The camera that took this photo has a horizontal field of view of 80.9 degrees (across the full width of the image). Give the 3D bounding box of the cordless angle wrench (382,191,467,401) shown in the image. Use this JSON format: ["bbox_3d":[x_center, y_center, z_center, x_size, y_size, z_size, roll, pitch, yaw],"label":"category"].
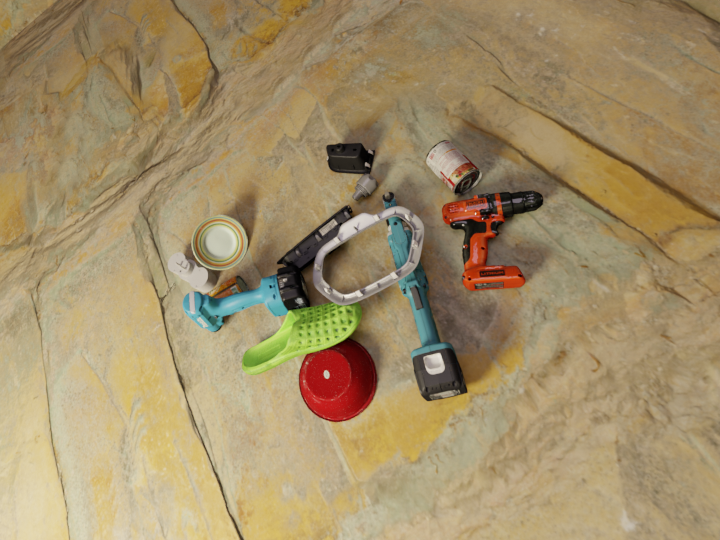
[{"bbox_3d":[0.101,0.022,0.812,0.075,0.093,0.438,-19,59,11],"label":"cordless angle wrench"}]

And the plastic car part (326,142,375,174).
[{"bbox_3d":[-0.033,-0.270,0.989,0.121,0.068,0.067,8,71,20],"label":"plastic car part"}]

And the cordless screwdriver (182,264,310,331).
[{"bbox_3d":[-0.234,0.074,0.902,0.248,0.154,0.077,-13,62,-2],"label":"cordless screwdriver"}]

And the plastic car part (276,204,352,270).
[{"bbox_3d":[-0.091,-0.060,0.933,0.203,0.066,0.067,-34,88,3],"label":"plastic car part"}]

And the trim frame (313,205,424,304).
[{"bbox_3d":[0.009,-0.034,0.831,0.252,0.026,0.192,-29,49,17],"label":"trim frame"}]
